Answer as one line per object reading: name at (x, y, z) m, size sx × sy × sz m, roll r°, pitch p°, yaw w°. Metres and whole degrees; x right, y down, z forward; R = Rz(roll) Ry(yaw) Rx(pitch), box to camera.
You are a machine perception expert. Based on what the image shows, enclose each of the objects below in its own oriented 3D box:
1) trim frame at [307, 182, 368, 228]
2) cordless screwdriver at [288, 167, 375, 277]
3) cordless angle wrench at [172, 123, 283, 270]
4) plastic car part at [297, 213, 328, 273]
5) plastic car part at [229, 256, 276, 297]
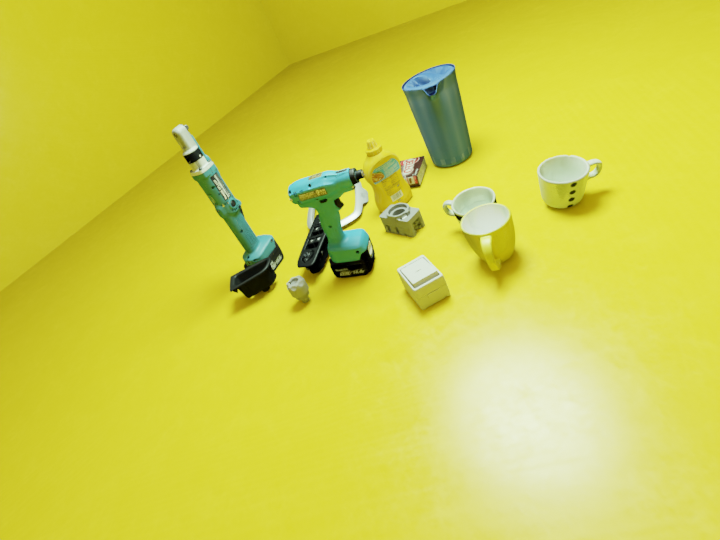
trim frame at (-0.068, -0.189, 1.215) m, size 0.187 × 0.026 × 0.256 m, roll -19°, pitch 36°, yaw 14°
cordless screwdriver at (-0.031, -0.101, 0.895) m, size 0.164 × 0.237 × 0.075 m, roll -11°, pitch 36°, yaw 24°
cordless angle wrench at (-0.327, -0.161, 1.033) m, size 0.078 × 0.404 × 0.098 m, roll -2°, pitch 40°, yaw 35°
plastic car part at (-0.103, -0.067, 1.055) m, size 0.069 × 0.064 × 0.205 m, roll -9°, pitch 39°, yaw 27°
plastic car part at (-0.256, 0.026, 1.042) m, size 0.117 × 0.068 × 0.069 m, roll -26°, pitch 34°, yaw 4°
